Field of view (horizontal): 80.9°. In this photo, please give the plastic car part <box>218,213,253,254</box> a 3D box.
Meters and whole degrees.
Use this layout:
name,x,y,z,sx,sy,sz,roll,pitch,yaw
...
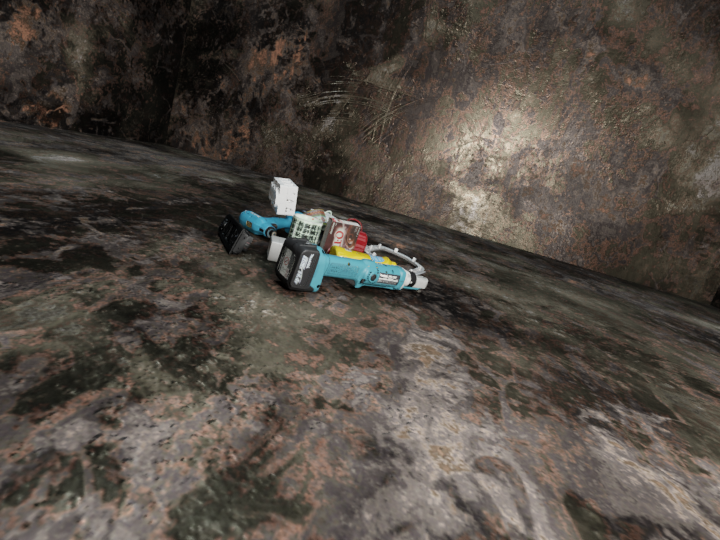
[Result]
name,x,y,z,sx,sy,sz,roll,pitch,yaw
plastic car part,-0.306,-0.092,1.045,0.064,0.066,0.214,19,9,-35

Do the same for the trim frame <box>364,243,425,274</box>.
name,x,y,z,sx,sy,sz,roll,pitch,yaw
trim frame,0.109,-0.033,1.288,0.192,0.027,0.239,32,17,21

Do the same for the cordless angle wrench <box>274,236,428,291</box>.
name,x,y,z,sx,sy,sz,roll,pitch,yaw
cordless angle wrench,0.011,0.006,0.948,0.401,0.097,0.079,9,18,-39

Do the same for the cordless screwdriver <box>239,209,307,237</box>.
name,x,y,z,sx,sy,sz,roll,pitch,yaw
cordless screwdriver,-0.227,-0.135,1.284,0.237,0.073,0.168,-5,24,-45

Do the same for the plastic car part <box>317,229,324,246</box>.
name,x,y,z,sx,sy,sz,roll,pitch,yaw
plastic car part,-0.119,-0.078,1.214,0.074,0.066,0.111,40,20,27
